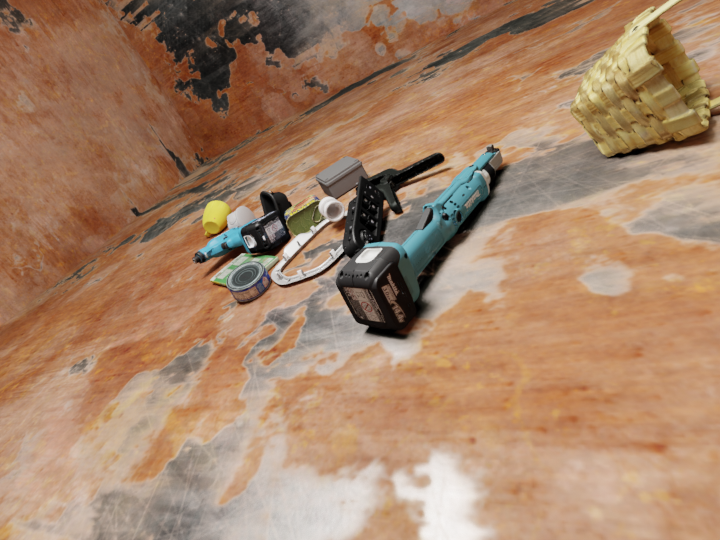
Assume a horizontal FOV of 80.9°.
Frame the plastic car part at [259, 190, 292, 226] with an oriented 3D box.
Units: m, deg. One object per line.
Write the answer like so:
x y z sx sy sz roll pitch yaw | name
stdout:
-0.203 -0.152 1.072 0.069 0.115 0.068 -5 11 44 | plastic car part

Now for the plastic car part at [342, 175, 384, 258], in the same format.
0.000 -0.092 0.785 0.068 0.063 0.208 -32 33 27 | plastic car part

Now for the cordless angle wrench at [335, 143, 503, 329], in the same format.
0.126 -0.080 0.645 0.078 0.094 0.418 -1 36 47 | cordless angle wrench

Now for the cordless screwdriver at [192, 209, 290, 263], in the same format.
-0.301 -0.071 1.043 0.260 0.072 0.156 -7 24 44 | cordless screwdriver

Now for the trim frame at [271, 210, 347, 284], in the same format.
-0.085 -0.056 0.871 0.193 0.026 0.247 2 44 48 | trim frame
